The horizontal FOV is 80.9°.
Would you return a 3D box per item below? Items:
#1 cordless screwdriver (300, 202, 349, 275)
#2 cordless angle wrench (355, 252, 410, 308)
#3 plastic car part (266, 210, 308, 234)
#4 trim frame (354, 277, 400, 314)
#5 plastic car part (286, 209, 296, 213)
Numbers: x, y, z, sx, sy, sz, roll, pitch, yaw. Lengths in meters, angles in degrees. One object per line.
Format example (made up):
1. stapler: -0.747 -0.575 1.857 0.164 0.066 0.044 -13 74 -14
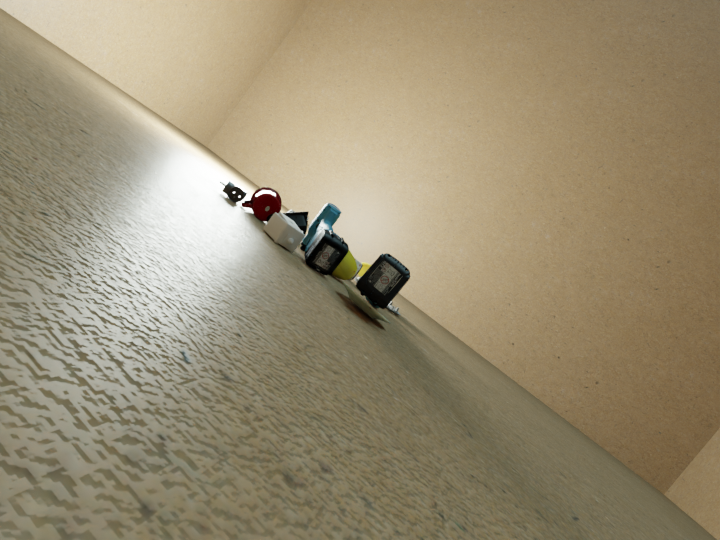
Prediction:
1. cordless screwdriver: -0.108 -0.070 1.100 0.072 0.160 0.256 33 19 -21
2. cordless angle wrench: 0.045 0.051 1.014 0.076 0.098 0.416 40 -7 6
3. plastic car part: -0.192 -0.116 1.145 0.113 0.064 0.075 -6 39 -22
4. trim frame: 0.052 0.080 1.423 0.180 0.027 0.254 35 5 -13
5. plastic car part: -0.232 -0.158 1.406 0.065 0.067 0.205 43 6 -9
